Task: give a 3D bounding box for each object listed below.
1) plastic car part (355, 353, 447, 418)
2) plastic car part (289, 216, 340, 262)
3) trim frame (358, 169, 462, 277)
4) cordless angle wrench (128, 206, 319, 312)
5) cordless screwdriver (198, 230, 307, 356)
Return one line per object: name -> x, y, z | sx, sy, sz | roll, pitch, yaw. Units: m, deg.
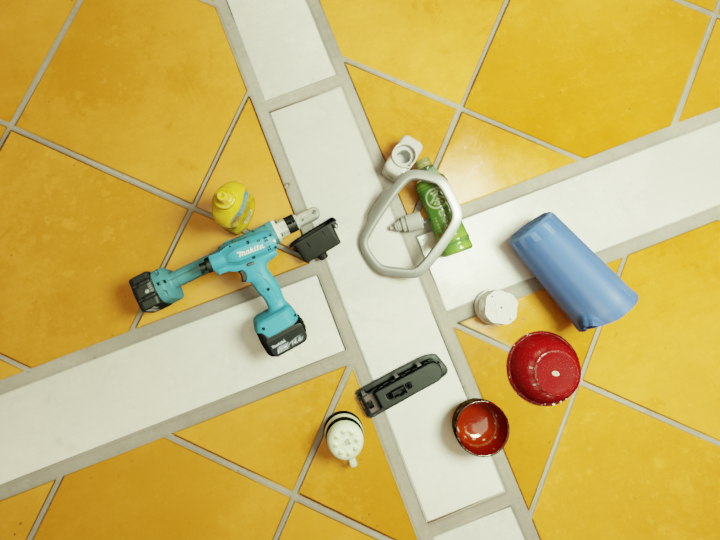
plastic car part -> 0.093, 0.242, 0.899 | 0.202, 0.066, 0.068 | -28, 80, -6
plastic car part -> -0.091, -0.060, 0.935 | 0.116, 0.067, 0.069 | -35, 102, -1
trim frame -> 0.102, -0.097, 0.912 | 0.189, 0.027, 0.248 | 37, 106, 14
cordless angle wrench -> -0.278, -0.038, 0.915 | 0.420, 0.097, 0.075 | -27, 85, -7
cordless screwdriver -> -0.216, 0.056, 0.870 | 0.157, 0.077, 0.244 | -22, 101, -13
